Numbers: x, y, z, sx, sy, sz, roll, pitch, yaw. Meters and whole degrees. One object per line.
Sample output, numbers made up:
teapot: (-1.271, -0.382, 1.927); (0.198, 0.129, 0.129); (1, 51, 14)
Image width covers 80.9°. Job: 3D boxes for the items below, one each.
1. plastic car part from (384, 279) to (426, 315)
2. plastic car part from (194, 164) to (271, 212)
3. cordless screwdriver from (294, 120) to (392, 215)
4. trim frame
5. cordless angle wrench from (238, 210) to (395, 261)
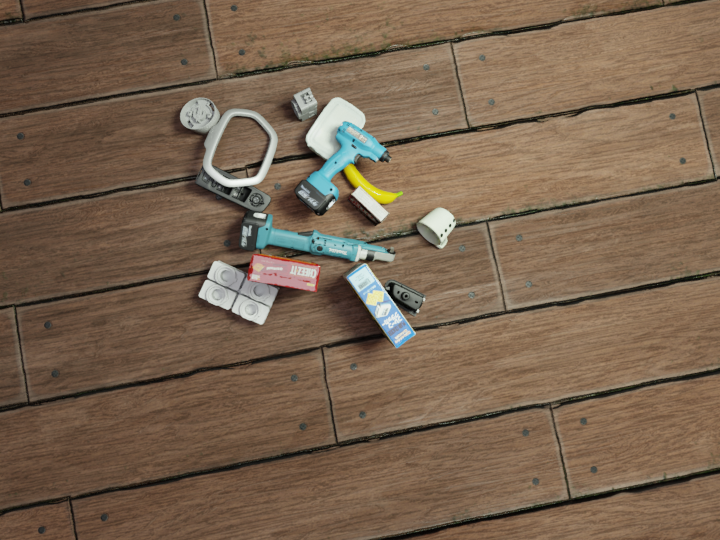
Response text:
plastic car part: (0.123, 0.072, 1.150); (0.116, 0.071, 0.066); (29, 85, -4)
plastic car part: (-0.344, -0.217, 1.156); (0.201, 0.067, 0.066); (25, 80, -5)
cordless screwdriver: (-0.047, -0.251, 1.096); (0.162, 0.073, 0.248); (36, 88, 9)
trim frame: (-0.327, -0.334, 1.150); (0.180, 0.028, 0.251); (19, 70, -12)
cordless angle wrench: (-0.112, -0.073, 1.148); (0.419, 0.076, 0.096); (10, 117, -5)
